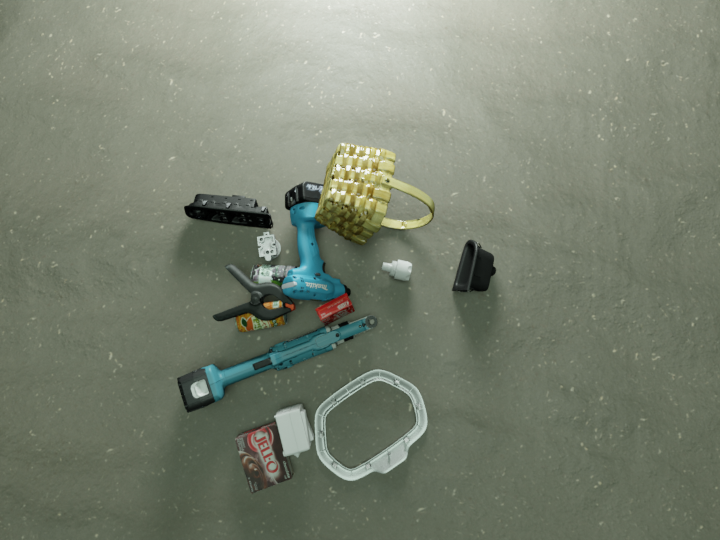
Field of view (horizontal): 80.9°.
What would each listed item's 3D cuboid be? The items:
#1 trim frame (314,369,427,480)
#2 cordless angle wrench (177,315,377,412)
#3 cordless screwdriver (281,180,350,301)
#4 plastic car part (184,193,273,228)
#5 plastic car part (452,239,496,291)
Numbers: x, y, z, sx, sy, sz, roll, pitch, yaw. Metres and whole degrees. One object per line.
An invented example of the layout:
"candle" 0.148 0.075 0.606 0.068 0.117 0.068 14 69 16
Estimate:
"trim frame" 0.019 0.321 0.878 0.248 0.027 0.187 -33 82 -4
"cordless angle wrench" -0.163 0.179 0.886 0.421 0.097 0.075 -21 83 -4
"cordless screwdriver" -0.089 -0.058 0.909 0.151 0.077 0.253 10 71 -37
"plastic car part" -0.298 -0.140 0.953 0.204 0.065 0.068 3 73 3
"plastic car part" 0.252 -0.002 0.903 0.070 0.067 0.117 22 80 -12
